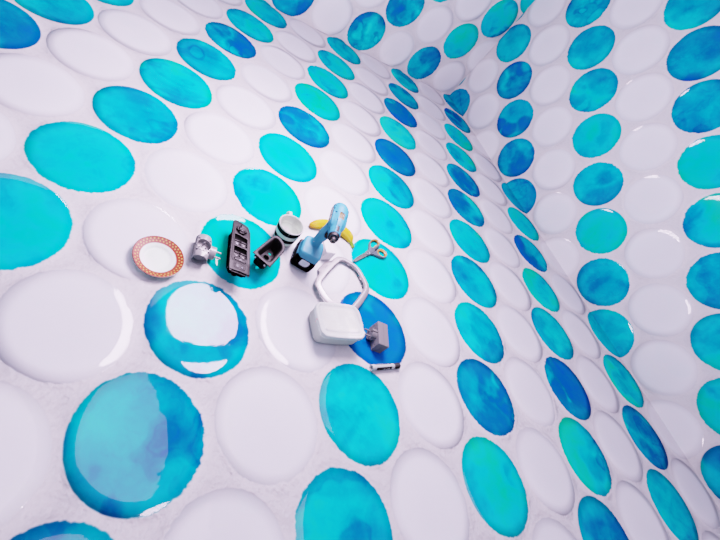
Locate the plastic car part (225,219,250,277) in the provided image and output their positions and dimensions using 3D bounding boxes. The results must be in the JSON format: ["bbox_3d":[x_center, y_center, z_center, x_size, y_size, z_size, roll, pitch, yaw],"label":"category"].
[{"bbox_3d":[-0.354,-0.057,1.216,0.063,0.068,0.210,19,44,-29],"label":"plastic car part"}]

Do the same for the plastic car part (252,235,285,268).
[{"bbox_3d":[-0.278,-0.046,1.266,0.066,0.072,0.116,42,38,-4],"label":"plastic car part"}]

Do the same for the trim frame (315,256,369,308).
[{"bbox_3d":[-0.060,0.043,1.403,0.184,0.028,0.246,42,38,-1],"label":"trim frame"}]

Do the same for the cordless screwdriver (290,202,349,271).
[{"bbox_3d":[-0.126,-0.082,1.285,0.072,0.251,0.162,31,41,-19],"label":"cordless screwdriver"}]
